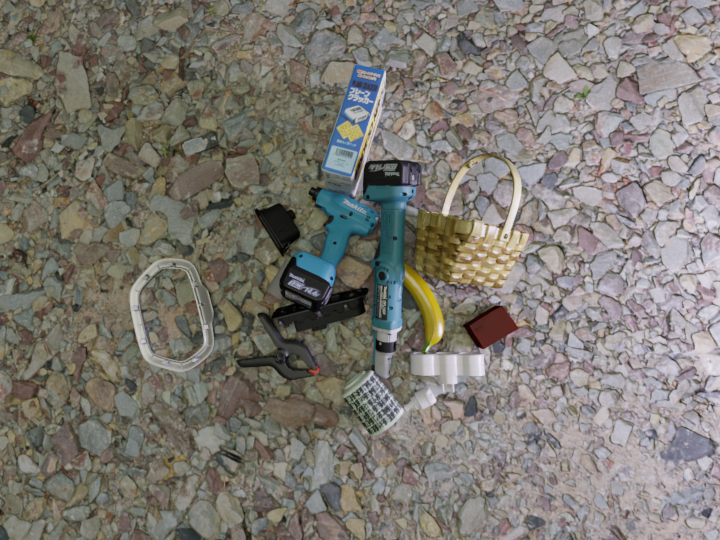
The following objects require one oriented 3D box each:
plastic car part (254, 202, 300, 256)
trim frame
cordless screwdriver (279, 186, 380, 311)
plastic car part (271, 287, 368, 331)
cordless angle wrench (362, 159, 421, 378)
[{"bbox_3d":[-0.168,-0.099,0.899,0.070,0.065,0.119,-28,78,-14],"label":"plastic car part"},{"bbox_3d":[-0.407,0.094,0.913,0.185,0.027,0.252,-17,79,3],"label":"trim frame"},{"bbox_3d":[-0.082,-0.054,0.843,0.162,0.073,0.249,27,66,8],"label":"cordless screwdriver"},{"bbox_3d":[-0.075,0.084,0.858,0.204,0.066,0.067,-19,93,4],"label":"plastic car part"},{"bbox_3d":[0.053,0.005,0.811,0.103,0.071,0.419,8,99,37],"label":"cordless angle wrench"}]
